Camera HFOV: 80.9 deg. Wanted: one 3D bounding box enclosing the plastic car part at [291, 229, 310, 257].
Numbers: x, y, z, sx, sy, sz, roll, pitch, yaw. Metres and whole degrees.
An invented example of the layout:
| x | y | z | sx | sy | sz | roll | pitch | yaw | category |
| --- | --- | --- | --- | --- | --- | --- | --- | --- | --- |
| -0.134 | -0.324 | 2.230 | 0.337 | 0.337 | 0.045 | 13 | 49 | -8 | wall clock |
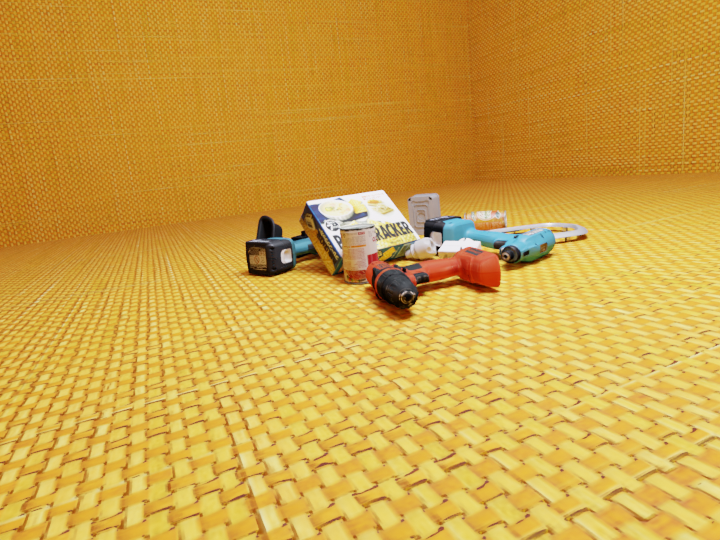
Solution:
| x | y | z | sx | sy | sz | roll | pitch | yaw | category |
| --- | --- | --- | --- | --- | --- | --- | --- | --- | --- |
| -0.134 | -0.081 | 1.159 | 0.069 | 0.067 | 0.195 | -6 | 8 | 39 | plastic car part |

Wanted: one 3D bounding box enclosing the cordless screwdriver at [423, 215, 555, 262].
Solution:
| x | y | z | sx | sy | sz | roll | pitch | yaw | category |
| --- | --- | --- | --- | --- | --- | --- | --- | --- | --- |
| 0.238 | -0.059 | 0.859 | 0.153 | 0.073 | 0.262 | -17 | 21 | -40 | cordless screwdriver |

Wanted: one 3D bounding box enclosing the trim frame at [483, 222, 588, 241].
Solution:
| x | y | z | sx | sy | sz | roll | pitch | yaw | category |
| --- | --- | --- | --- | --- | --- | --- | --- | --- | --- |
| 0.397 | -0.085 | 0.989 | 0.246 | 0.027 | 0.189 | -10 | 15 | -7 | trim frame |

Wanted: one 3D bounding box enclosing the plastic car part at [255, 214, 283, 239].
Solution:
| x | y | z | sx | sy | sz | roll | pitch | yaw | category |
| --- | --- | --- | --- | --- | --- | --- | --- | --- | --- |
| -0.234 | -0.082 | 1.122 | 0.069 | 0.117 | 0.067 | 0 | -11 | 30 | plastic car part |

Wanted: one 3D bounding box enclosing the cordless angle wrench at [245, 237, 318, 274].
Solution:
| x | y | z | sx | sy | sz | roll | pitch | yaw | category |
| --- | --- | --- | --- | --- | --- | --- | --- | --- | --- |
| -0.105 | -0.069 | 1.072 | 0.103 | 0.073 | 0.407 | 3 | 14 | 36 | cordless angle wrench |
